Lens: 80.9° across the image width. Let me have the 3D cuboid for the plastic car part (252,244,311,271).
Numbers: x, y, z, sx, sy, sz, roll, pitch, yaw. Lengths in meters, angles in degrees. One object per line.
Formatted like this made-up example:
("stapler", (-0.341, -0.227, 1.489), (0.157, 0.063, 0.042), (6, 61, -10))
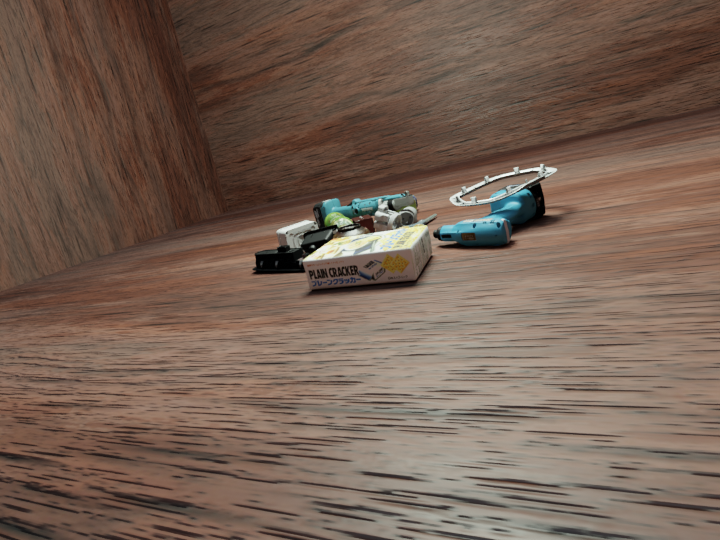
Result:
("plastic car part", (-0.199, -0.028, 1.053), (0.212, 0.065, 0.065), (-5, 23, 38))

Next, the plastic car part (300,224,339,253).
("plastic car part", (-0.112, -0.073, 1.146), (0.120, 0.064, 0.071), (-10, 28, 27))

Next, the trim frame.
("trim frame", (0.317, -0.193, 0.952), (0.243, 0.027, 0.192), (-24, 20, -20))

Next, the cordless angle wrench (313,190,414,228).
("cordless angle wrench", (0.004, -0.195, 1.339), (0.072, 0.096, 0.443), (-23, 15, -37))

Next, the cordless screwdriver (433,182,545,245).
("cordless screwdriver", (0.282, -0.117, 0.914), (0.167, 0.073, 0.242), (2, 26, 46))
